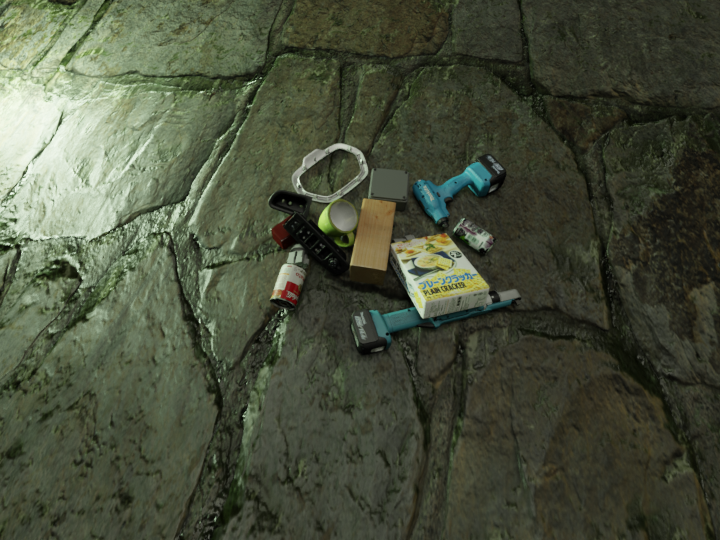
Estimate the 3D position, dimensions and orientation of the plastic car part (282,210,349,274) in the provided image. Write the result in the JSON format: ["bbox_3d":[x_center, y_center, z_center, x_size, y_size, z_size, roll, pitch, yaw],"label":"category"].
[{"bbox_3d":[-0.109,-0.071,1.110,0.204,0.066,0.067,46,115,3],"label":"plastic car part"}]

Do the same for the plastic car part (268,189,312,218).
[{"bbox_3d":[-0.197,-0.191,1.201,0.117,0.070,0.066,17,95,3],"label":"plastic car part"}]

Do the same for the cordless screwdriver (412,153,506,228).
[{"bbox_3d":[0.290,-0.221,1.194,0.247,0.072,0.166,-23,63,-6],"label":"cordless screwdriver"}]

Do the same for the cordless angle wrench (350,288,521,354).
[{"bbox_3d":[0.188,0.104,1.022,0.419,0.072,0.102,-13,62,-7],"label":"cordless angle wrench"}]

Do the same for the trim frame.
[{"bbox_3d":[-0.092,-0.301,1.281,0.246,0.026,0.192,-40,66,-16],"label":"trim frame"}]
